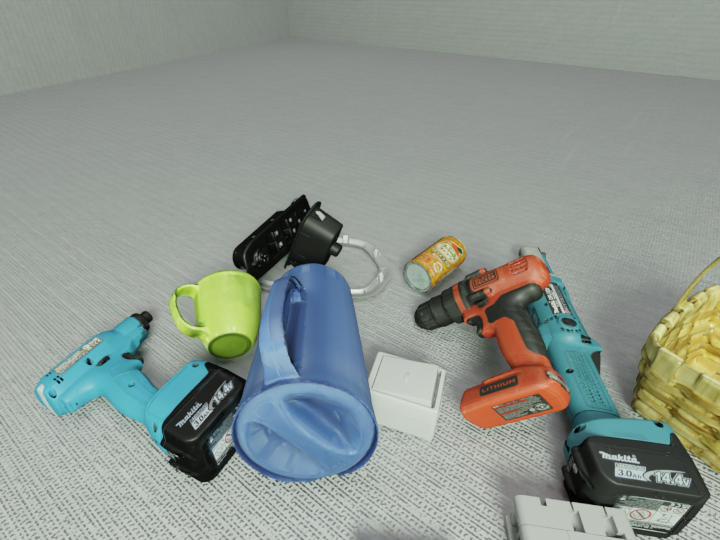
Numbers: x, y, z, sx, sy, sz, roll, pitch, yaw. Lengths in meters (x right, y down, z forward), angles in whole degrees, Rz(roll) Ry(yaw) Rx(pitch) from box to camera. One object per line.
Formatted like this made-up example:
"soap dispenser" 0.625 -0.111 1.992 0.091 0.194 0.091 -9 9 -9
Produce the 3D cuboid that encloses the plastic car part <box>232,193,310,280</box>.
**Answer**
"plastic car part" -0.151 -0.059 0.719 0.069 0.064 0.203 4 36 22

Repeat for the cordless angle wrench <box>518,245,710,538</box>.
"cordless angle wrench" 0.260 0.087 0.538 0.099 0.072 0.430 3 34 4

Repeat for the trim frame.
"trim frame" -0.071 -0.012 0.717 0.252 0.027 0.187 6 38 7

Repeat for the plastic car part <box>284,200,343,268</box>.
"plastic car part" -0.065 -0.042 0.663 0.072 0.116 0.065 34 42 4

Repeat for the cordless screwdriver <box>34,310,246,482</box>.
"cordless screwdriver" -0.237 0.127 0.500 0.259 0.072 0.158 11 38 22
